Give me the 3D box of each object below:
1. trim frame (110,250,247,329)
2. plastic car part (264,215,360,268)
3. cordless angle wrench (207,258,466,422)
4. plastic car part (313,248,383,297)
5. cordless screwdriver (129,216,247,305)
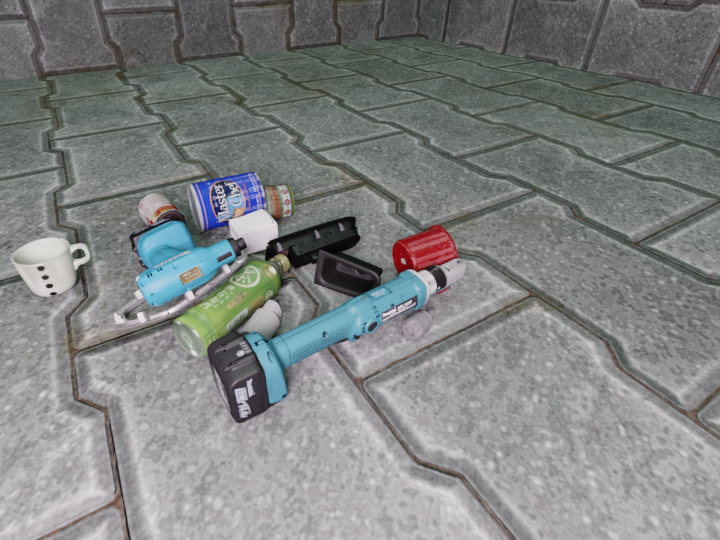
[{"bbox_3d":[-0.294,0.019,0.695,0.193,0.026,0.245,-1,33,40],"label":"trim frame"},{"bbox_3d":[-0.078,-0.051,0.801,0.197,0.065,0.070,-26,54,-30],"label":"plastic car part"},{"bbox_3d":[-0.001,0.066,0.603,0.412,0.095,0.079,-24,45,-26],"label":"cordless angle wrench"},{"bbox_3d":[-0.013,0.002,0.737,0.120,0.065,0.070,18,25,17],"label":"plastic car part"},{"bbox_3d":[-0.292,-0.033,0.697,0.156,0.072,0.262,-30,29,-20],"label":"cordless screwdriver"}]
